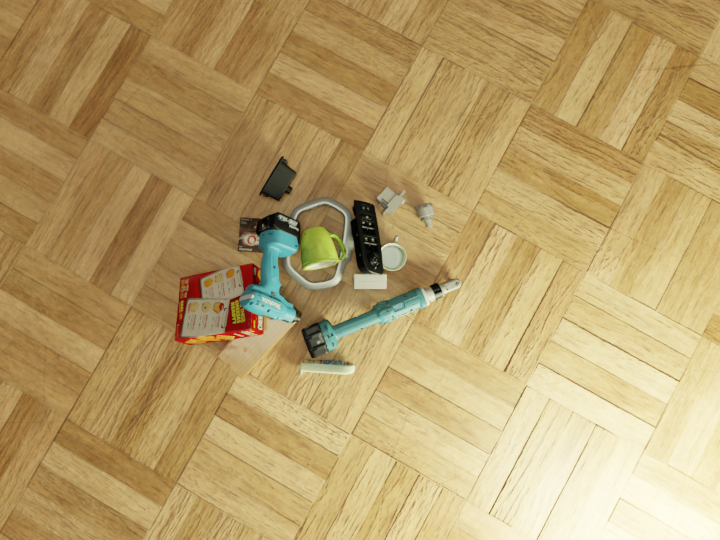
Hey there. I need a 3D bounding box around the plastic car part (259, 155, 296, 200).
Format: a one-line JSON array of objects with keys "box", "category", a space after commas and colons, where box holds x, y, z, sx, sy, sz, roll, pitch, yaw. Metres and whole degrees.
[{"box": [-0.210, -0.233, 1.112, 0.069, 0.068, 0.116, 28, 91, -15], "category": "plastic car part"}]

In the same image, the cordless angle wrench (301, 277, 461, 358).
[{"box": [0.060, 0.106, 1.069, 0.421, 0.097, 0.075, -22, 86, -4], "category": "cordless angle wrench"}]

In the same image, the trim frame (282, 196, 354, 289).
[{"box": [-0.109, -0.071, 1.113, 0.185, 0.027, 0.249, 9, 85, 2], "category": "trim frame"}]

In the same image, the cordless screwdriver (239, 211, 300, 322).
[{"box": [-0.192, -0.004, 1.010, 0.077, 0.150, 0.254, -19, 55, 40], "category": "cordless screwdriver"}]

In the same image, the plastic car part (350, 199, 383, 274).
[{"box": [0.009, -0.077, 1.072, 0.068, 0.063, 0.209, -35, 55, 39], "category": "plastic car part"}]
